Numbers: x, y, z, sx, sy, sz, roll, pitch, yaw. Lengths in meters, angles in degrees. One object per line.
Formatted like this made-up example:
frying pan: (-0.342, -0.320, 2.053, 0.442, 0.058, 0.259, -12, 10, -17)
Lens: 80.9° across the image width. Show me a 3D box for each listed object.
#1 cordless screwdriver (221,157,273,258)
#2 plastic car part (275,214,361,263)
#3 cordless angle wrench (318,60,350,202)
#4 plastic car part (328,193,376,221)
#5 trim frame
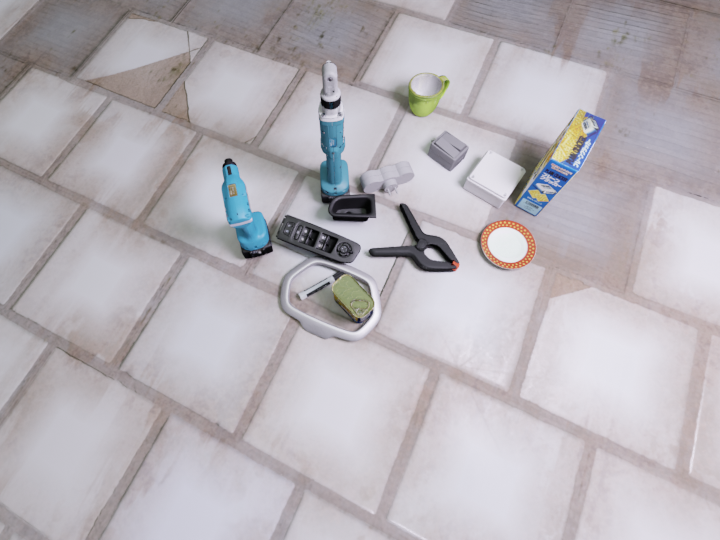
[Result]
cordless screwdriver: (-0.267, -0.134, 0.976, 0.074, 0.243, 0.164, -14, 70, -6)
plastic car part: (-0.101, -0.066, 1.034, 0.207, 0.065, 0.067, 20, 71, 11)
cordless angle wrench: (-0.061, -0.283, 0.933, 0.074, 0.413, 0.100, -2, 70, -3)
plastic car part: (-0.022, -0.149, 1.061, 0.117, 0.069, 0.067, -2, 69, 2)
trim frame: (-0.071, 0.065, 1.000, 0.254, 0.027, 0.185, 21, 71, 11)
